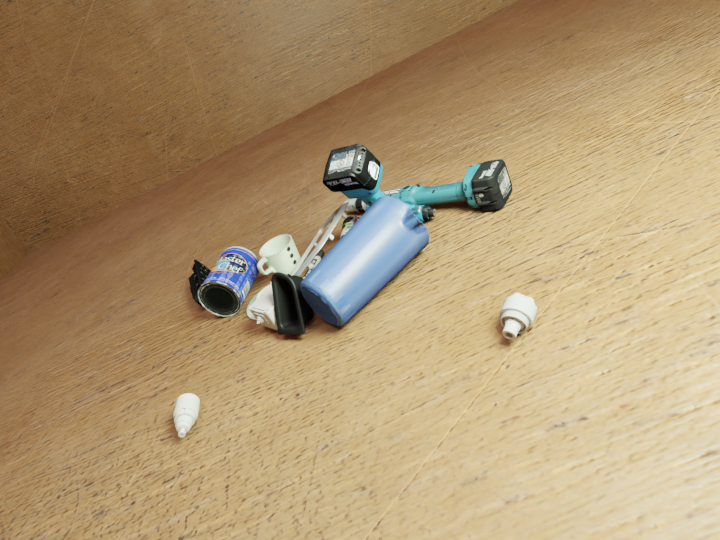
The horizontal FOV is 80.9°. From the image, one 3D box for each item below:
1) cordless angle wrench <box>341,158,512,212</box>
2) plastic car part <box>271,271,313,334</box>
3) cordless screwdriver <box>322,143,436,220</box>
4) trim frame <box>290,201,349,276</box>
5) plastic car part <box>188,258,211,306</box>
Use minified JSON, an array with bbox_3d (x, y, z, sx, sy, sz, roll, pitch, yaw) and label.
[{"bbox_3d":[0.119,-0.171,0.981,0.443,0.071,0.097,-1,38,42],"label":"cordless angle wrench"},{"bbox_3d":[-0.122,0.057,0.802,0.069,0.117,0.068,-9,-2,33],"label":"plastic car part"},{"bbox_3d":[0.043,-0.161,0.872,0.167,0.235,0.075,2,69,34],"label":"cordless screwdriver"},{"bbox_3d":[-0.092,-0.060,0.937,0.187,0.027,0.250,-40,19,46],"label":"trim frame"},{"bbox_3d":[-0.416,0.037,1.105,0.067,0.063,0.213,-43,32,-8],"label":"plastic car part"}]
